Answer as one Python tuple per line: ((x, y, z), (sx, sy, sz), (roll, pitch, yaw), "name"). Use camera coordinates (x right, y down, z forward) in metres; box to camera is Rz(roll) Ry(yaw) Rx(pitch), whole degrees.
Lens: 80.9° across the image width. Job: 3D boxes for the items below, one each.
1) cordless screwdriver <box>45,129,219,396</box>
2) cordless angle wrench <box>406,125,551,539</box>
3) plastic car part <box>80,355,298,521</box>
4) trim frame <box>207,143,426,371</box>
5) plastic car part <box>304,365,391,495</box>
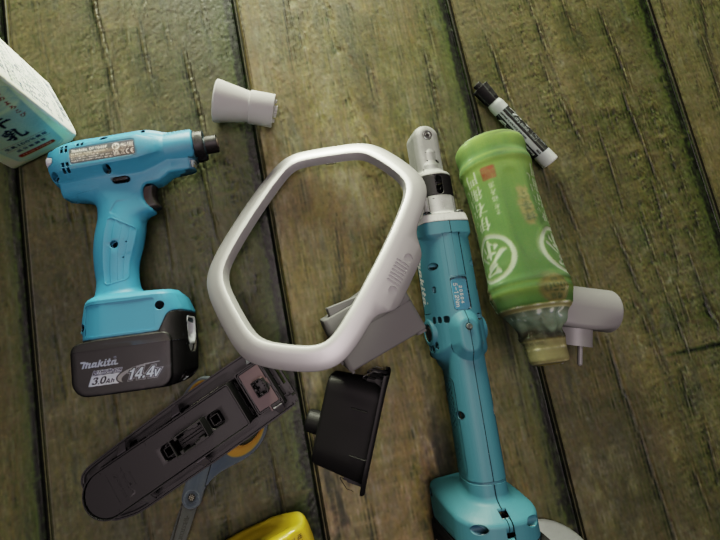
((-0.199, -0.018, 0.404), (0.158, 0.074, 0.253), (-12, 79, -6), "cordless screwdriver")
((0.090, 0.059, 0.402), (0.073, 0.098, 0.429), (-5, 78, -11), "cordless angle wrench")
((-0.155, 0.151, 0.370), (0.202, 0.067, 0.066), (-34, 91, -3), "plastic car part")
((-0.039, -0.026, 0.402), (0.191, 0.026, 0.249), (19, 67, 21), "trim frame")
((-0.016, 0.144, 0.400), (0.073, 0.064, 0.117), (15, 85, 11), "plastic car part")
